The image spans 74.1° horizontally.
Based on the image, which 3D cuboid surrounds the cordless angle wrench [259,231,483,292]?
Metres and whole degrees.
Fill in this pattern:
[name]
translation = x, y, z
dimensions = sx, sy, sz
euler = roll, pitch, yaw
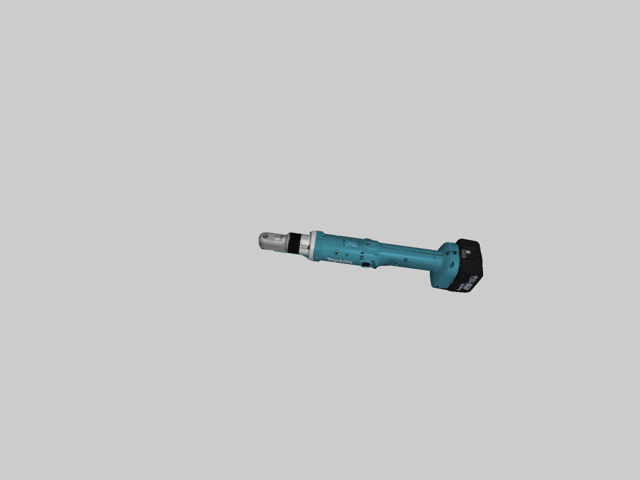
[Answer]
[cordless angle wrench]
translation = 0.091, 0.026, 0.820
dimensions = 0.423, 0.074, 0.098
euler = 8, -34, 0
